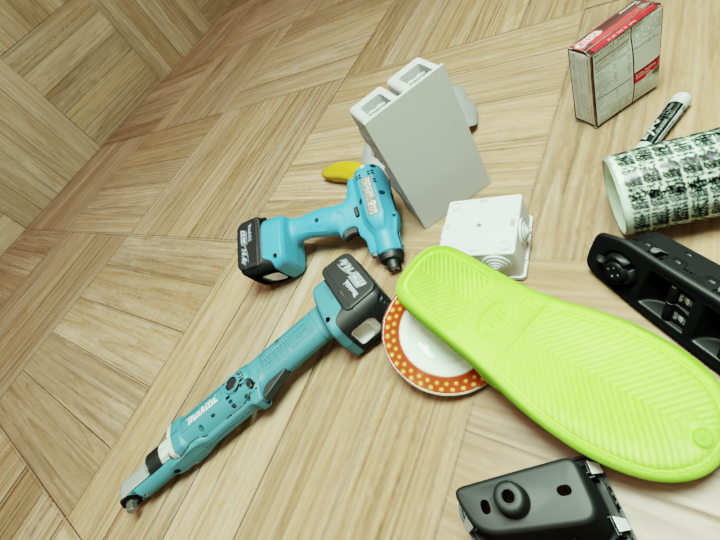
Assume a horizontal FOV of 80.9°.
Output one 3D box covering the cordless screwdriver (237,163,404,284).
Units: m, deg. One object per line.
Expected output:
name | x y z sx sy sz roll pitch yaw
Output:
cordless screwdriver | -0.061 -0.040 0.620 0.254 0.070 0.164 -21 64 20

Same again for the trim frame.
trim frame | 0.094 -0.235 0.695 0.190 0.026 0.253 -11 43 25

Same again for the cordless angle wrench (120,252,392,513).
cordless angle wrench | -0.142 0.152 0.527 0.424 0.070 0.103 -41 41 4

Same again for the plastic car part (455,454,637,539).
plastic car part | 0.124 0.172 0.309 0.119 0.067 0.068 -22 43 16

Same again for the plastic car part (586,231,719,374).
plastic car part | 0.274 0.026 0.329 0.067 0.063 0.214 -32 41 -5
